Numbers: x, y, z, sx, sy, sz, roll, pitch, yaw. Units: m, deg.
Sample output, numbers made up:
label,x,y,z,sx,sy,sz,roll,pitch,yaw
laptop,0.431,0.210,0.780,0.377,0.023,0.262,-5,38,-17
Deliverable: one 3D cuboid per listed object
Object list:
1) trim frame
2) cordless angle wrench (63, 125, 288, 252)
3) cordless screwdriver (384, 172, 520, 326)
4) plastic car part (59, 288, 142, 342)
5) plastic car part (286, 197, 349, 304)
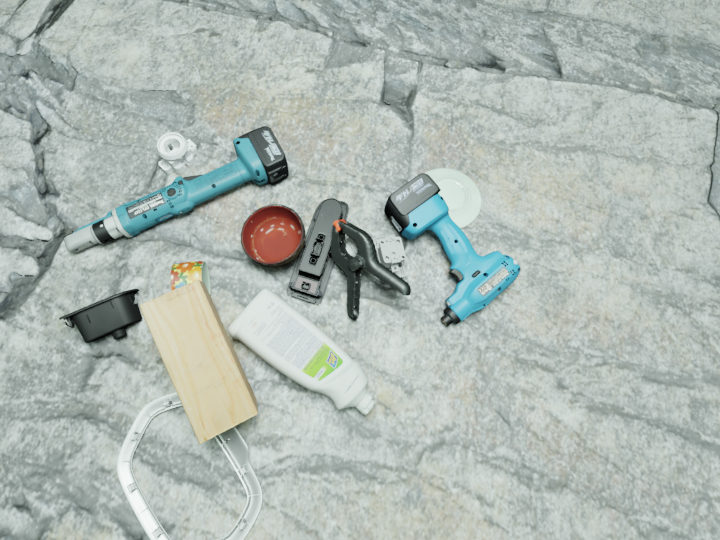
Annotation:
label,x,y,z,sx,sy,sz,roll,pitch,yaw
trim frame,-0.260,0.307,0.641,0.182,0.027,0.256,-36,73,-13
cordless angle wrench,-0.339,-0.135,0.781,0.420,0.073,0.101,-27,74,-7
cordless screwdriver,0.136,-0.037,0.741,0.159,0.073,0.253,-41,81,-4
plastic car part,-0.422,0.083,0.709,0.115,0.067,0.071,-21,89,-12
plastic car part,-0.074,-0.048,0.755,0.068,0.065,0.205,14,68,9
